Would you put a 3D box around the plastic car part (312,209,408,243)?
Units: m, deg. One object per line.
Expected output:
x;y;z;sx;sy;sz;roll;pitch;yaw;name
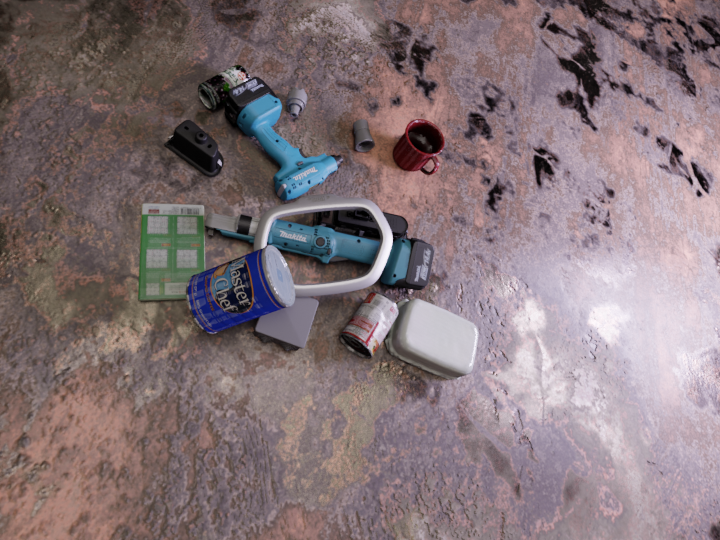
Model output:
0.010;-0.099;0.849;0.198;0.067;0.068;12;60;-15;plastic car part

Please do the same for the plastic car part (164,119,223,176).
-0.309;-0.241;0.804;0.117;0.071;0.066;37;65;2;plastic car part

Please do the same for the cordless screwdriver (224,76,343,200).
-0.156;-0.275;0.864;0.156;0.075;0.251;-34;86;-26;cordless screwdriver

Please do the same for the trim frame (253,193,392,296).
-0.064;-0.049;0.749;0.246;0.027;0.186;-8;81;-6;trim frame

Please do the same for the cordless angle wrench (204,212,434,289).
-0.078;-0.051;0.794;0.417;0.075;0.098;12;88;-7;cordless angle wrench
